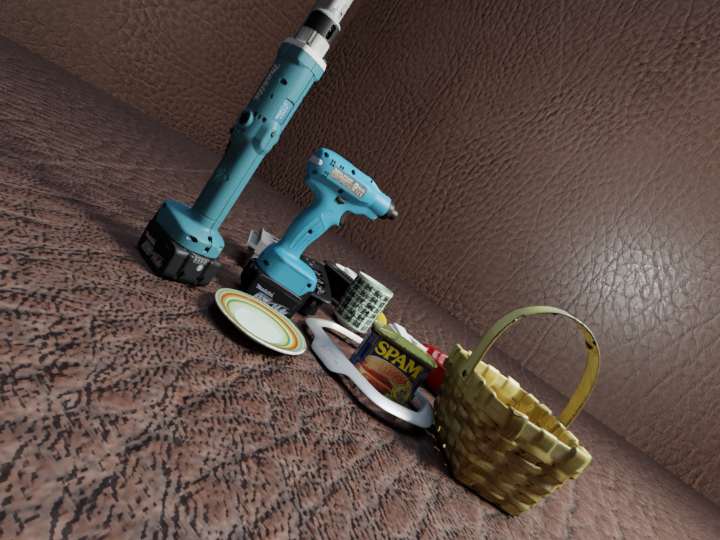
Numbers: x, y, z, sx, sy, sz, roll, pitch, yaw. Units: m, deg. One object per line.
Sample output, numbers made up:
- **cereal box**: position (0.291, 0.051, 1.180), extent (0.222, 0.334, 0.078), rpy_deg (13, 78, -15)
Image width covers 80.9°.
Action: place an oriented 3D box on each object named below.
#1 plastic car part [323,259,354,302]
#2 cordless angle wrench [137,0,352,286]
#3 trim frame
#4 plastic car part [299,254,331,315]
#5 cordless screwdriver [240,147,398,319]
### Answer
- **plastic car part**: position (-0.050, 0.037, 0.931), extent (0.120, 0.071, 0.064), rpy_deg (36, 6, 15)
- **cordless angle wrench**: position (-0.129, -0.176, 0.527), extent (0.103, 0.423, 0.070), rpy_deg (39, 8, 35)
- **trim frame**: position (0.008, 0.143, 0.624), extent (0.174, 0.027, 0.263), rpy_deg (28, 8, -41)
- **plastic car part**: position (-0.099, 0.026, 0.782), extent (0.064, 0.067, 0.209), rpy_deg (32, 6, -19)
- **cordless screwdriver**: position (-0.063, -0.041, 0.641), extent (0.153, 0.249, 0.077), rpy_deg (32, 7, -24)
